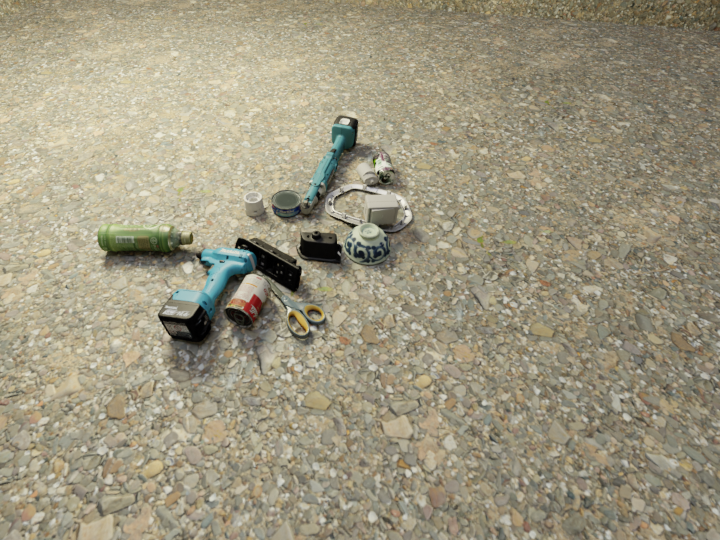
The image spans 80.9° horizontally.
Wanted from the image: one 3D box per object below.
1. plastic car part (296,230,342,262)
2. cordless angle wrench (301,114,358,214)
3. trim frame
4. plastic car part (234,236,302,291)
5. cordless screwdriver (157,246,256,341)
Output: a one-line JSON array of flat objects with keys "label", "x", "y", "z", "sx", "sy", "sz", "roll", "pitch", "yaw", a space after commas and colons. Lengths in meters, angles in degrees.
[{"label": "plastic car part", "x": -0.103, "y": -0.067, "z": 1.049, "sx": 0.117, "sy": 0.069, "sz": 0.068, "roll": 7, "pitch": 45, "yaw": 0}, {"label": "cordless angle wrench", "x": -0.098, "y": -0.319, "z": 1.281, "sx": 0.076, "sy": 0.095, "sz": 0.427, "roll": 13, "pitch": 52, "yaw": 8}, {"label": "trim frame", "x": 0.022, "y": -0.180, "z": 1.186, "sx": 0.255, "sy": 0.027, "sz": 0.185, "roll": 18, "pitch": 50, "yaw": 14}, {"label": "plastic car part", "x": -0.217, "y": -0.030, "z": 1.019, "sx": 0.211, "sy": 0.065, "sz": 0.066, "roll": 25, "pitch": 41, "yaw": 21}, {"label": "cordless screwdriver", "x": -0.357, "y": 0.036, "z": 0.949, "sx": 0.165, "sy": 0.071, "sz": 0.250, "roll": 6, "pitch": 43, "yaw": 20}]
